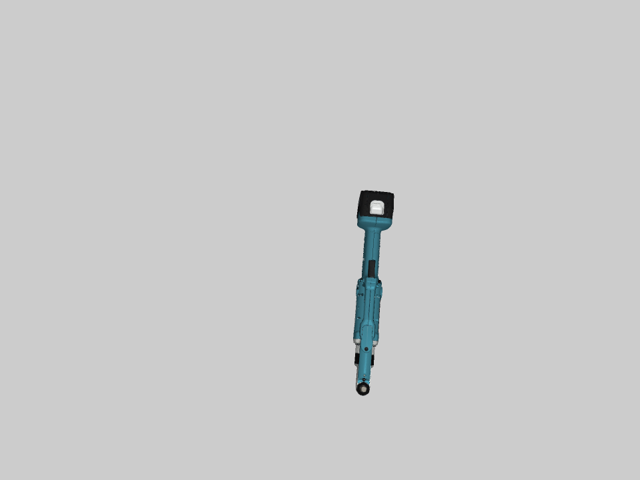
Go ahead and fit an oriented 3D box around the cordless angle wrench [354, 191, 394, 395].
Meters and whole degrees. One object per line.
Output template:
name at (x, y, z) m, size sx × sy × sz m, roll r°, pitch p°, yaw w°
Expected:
cordless angle wrench at (0.104, 0.107, 0.900) m, size 0.074 × 0.422 × 0.098 m, roll 5°, pitch -13°, yaw 2°
